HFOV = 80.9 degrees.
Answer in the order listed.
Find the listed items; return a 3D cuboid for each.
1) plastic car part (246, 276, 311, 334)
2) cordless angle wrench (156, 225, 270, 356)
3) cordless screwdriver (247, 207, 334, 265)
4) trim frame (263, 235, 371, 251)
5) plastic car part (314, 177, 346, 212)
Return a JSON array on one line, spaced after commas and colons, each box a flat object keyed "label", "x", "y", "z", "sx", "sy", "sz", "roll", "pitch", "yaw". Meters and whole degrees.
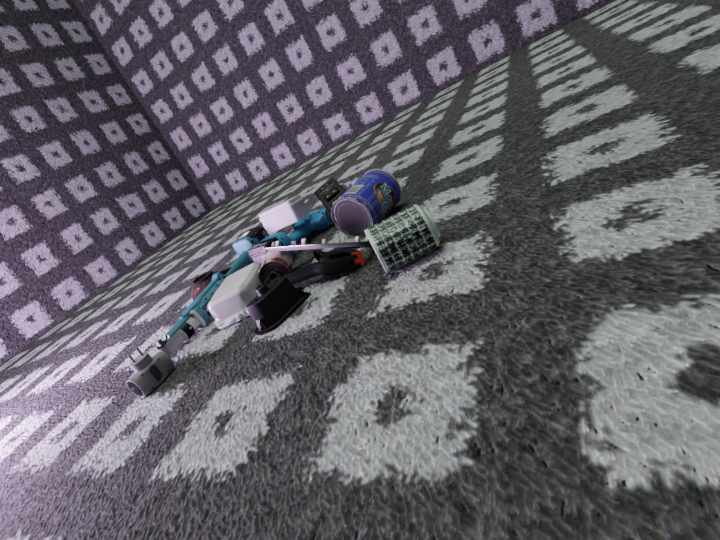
[{"label": "plastic car part", "x": -0.159, "y": 0.053, "z": 0.768, "sx": 0.069, "sy": 0.069, "sz": 0.115, "roll": -12, "pitch": 24, "yaw": 47}, {"label": "cordless angle wrench", "x": -0.338, "y": 0.044, "z": 1.018, "sx": 0.077, "sy": 0.094, "sz": 0.424, "roll": -18, "pitch": 28, "yaw": 34}, {"label": "cordless screwdriver", "x": -0.190, "y": -0.083, "z": 1.112, "sx": 0.166, "sy": 0.072, "sz": 0.245, "roll": -9, "pitch": 26, "yaw": 45}, {"label": "trim frame", "x": -0.084, "y": -0.055, "z": 0.860, "sx": 0.260, "sy": 0.027, "sz": 0.176, "roll": -3, "pitch": 2, "yaw": 42}, {"label": "plastic car part", "x": -0.055, "y": -0.169, "z": 1.087, "sx": 0.066, "sy": 0.064, "sz": 0.213, "roll": -34, "pitch": 34, "yaw": -3}]
